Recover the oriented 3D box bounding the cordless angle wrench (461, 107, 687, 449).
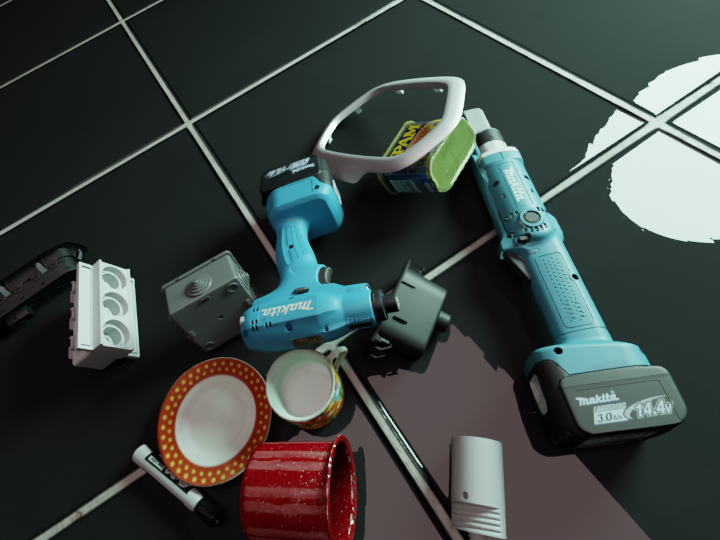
[{"bbox_3d":[0.183,-0.041,0.467,0.099,0.071,0.438,-12,56,5],"label":"cordless angle wrench"}]

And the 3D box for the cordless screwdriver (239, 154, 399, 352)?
[{"bbox_3d":[-0.048,-0.031,0.489,0.162,0.070,0.257,-14,49,12],"label":"cordless screwdriver"}]

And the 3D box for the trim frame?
[{"bbox_3d":[0.028,-0.193,0.568,0.183,0.026,0.263,-51,41,-11],"label":"trim frame"}]

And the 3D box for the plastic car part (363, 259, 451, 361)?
[{"bbox_3d":[0.058,0.048,0.455,0.072,0.064,0.116,28,66,9],"label":"plastic car part"}]

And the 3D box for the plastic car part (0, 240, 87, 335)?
[{"bbox_3d":[-0.477,0.034,0.596,0.202,0.064,0.070,-42,70,-12],"label":"plastic car part"}]
